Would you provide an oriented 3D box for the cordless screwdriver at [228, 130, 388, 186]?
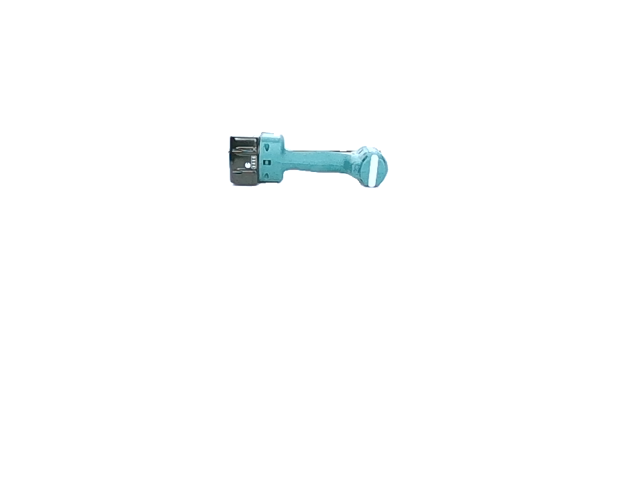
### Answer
[{"bbox_3d":[-0.021,-0.137,0.696,0.249,0.074,0.159,3,22,-3],"label":"cordless screwdriver"}]
